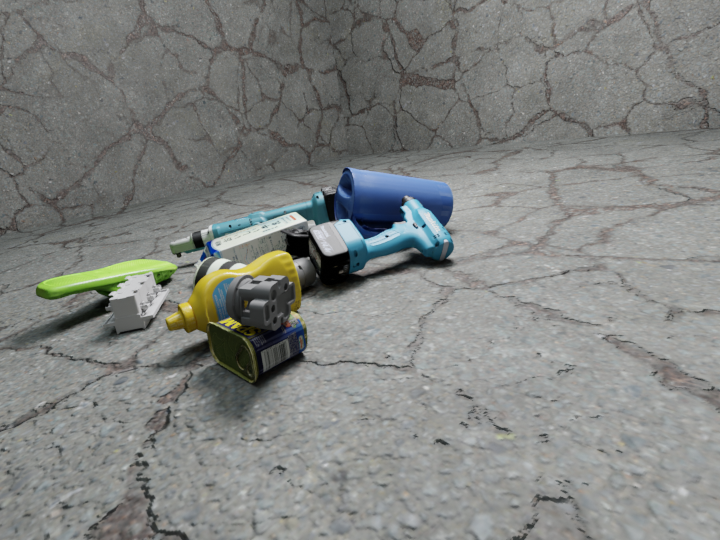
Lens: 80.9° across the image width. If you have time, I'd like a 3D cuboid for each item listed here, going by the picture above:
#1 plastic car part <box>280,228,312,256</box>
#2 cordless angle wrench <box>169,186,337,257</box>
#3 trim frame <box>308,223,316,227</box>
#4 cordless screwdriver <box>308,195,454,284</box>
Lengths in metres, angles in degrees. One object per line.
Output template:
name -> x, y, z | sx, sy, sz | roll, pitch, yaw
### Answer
plastic car part -> -0.082, -0.054, 0.841 | 0.070, 0.067, 0.193 | 26, 14, 35
cordless angle wrench -> -0.244, -0.107, 1.008 | 0.421, 0.095, 0.077 | -15, 21, -4
trim frame -> -0.146, -0.075, 1.027 | 0.187, 0.027, 0.249 | -7, 18, 10
cordless screwdriver -> 0.026, -0.068, 0.774 | 0.244, 0.072, 0.167 | -13, 47, -13
